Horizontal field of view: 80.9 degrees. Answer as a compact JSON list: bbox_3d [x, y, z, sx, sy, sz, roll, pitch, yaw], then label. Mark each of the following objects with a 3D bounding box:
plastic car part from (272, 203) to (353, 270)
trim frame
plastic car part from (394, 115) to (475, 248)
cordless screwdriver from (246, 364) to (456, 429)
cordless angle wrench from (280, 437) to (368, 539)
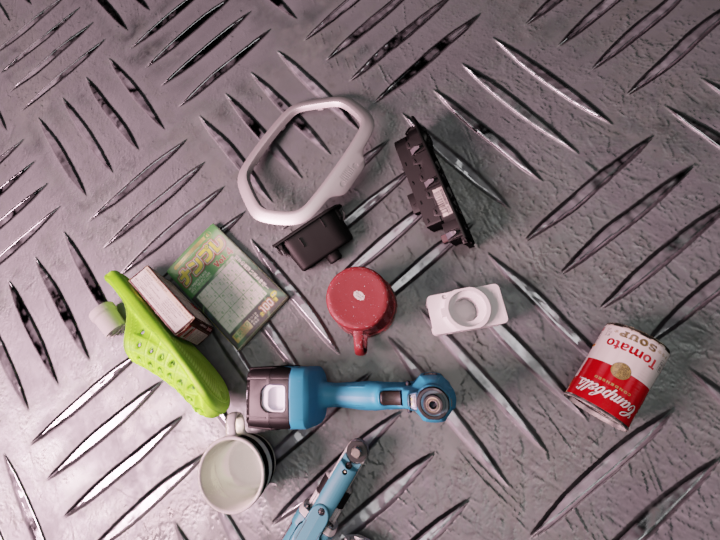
[{"bbox_3d":[-0.060,-0.039,0.616,0.116,0.066,0.071,-31,89,-1],"label":"plastic car part"},{"bbox_3d":[-0.085,-0.174,0.651,0.193,0.026,0.248,26,74,27],"label":"trim frame"},{"bbox_3d":[0.099,-0.122,0.602,0.069,0.063,0.207,-24,72,30],"label":"plastic car part"},{"bbox_3d":[-0.016,0.150,0.502,0.254,0.154,0.075,-3,77,12],"label":"cordless screwdriver"},{"bbox_3d":[-0.108,0.391,0.500,0.077,0.095,0.423,30,79,14],"label":"cordless angle wrench"}]
